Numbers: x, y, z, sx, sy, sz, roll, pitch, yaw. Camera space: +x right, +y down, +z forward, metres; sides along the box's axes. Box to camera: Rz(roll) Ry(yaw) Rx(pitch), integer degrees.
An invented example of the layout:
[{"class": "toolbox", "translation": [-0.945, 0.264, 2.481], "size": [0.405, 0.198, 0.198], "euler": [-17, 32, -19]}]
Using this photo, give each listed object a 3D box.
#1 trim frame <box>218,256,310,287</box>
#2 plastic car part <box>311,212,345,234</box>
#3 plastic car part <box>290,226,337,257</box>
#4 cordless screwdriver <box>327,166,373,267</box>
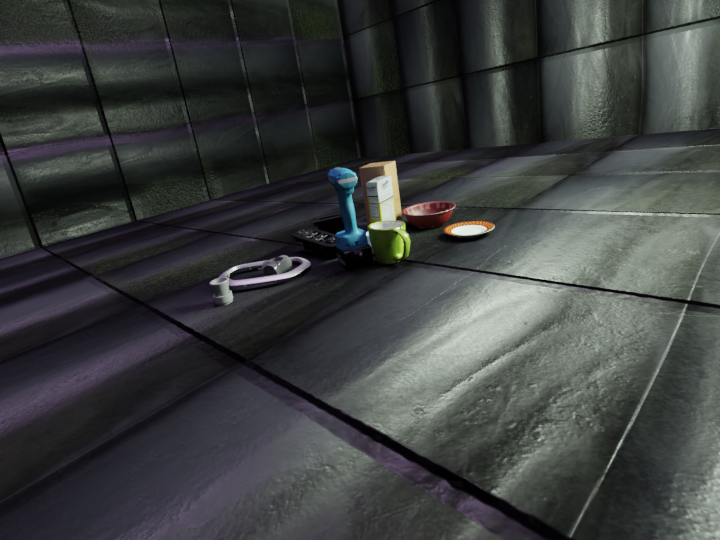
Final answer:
[{"class": "trim frame", "translation": [-0.255, 0.003, 1.123], "size": [0.249, 0.027, 0.188], "euler": [-11, 20, 0]}, {"class": "plastic car part", "translation": [-0.095, -0.147, 1.384], "size": [0.118, 0.069, 0.067], "euler": [-8, 18, 7]}, {"class": "plastic car part", "translation": [-0.119, -0.078, 1.215], "size": [0.064, 0.065, 0.214], "euler": [-23, 23, -35]}, {"class": "cordless screwdriver", "translation": [-0.038, -0.140, 1.084], "size": [0.073, 0.243, 0.165], "euler": [-13, 18, -13]}]
